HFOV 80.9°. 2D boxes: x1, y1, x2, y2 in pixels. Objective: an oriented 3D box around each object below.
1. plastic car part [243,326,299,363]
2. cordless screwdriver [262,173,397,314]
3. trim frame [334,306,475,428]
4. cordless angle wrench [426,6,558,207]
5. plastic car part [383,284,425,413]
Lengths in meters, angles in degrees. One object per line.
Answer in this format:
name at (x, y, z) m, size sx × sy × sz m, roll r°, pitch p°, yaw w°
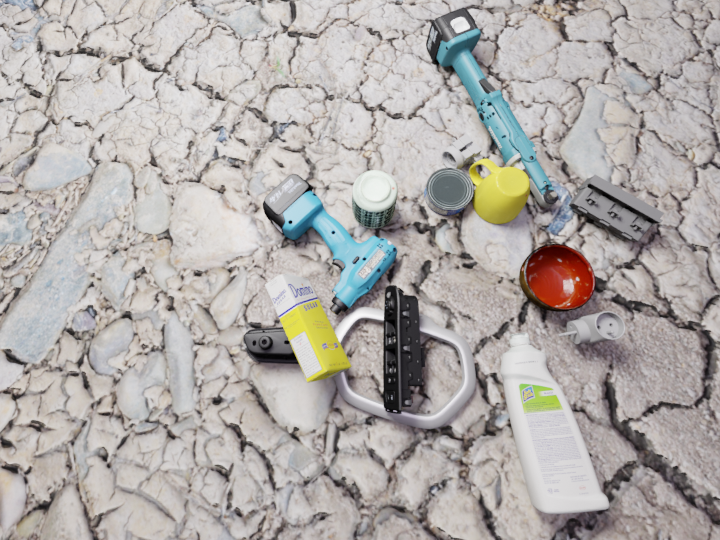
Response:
plastic car part at (-0.149, 0.125, 0.720) m, size 0.117 × 0.069 × 0.067 m, roll -1°, pitch 74°, yaw 0°
cordless screwdriver at (-0.075, -0.049, 0.766) m, size 0.254 × 0.073 × 0.159 m, roll 39°, pitch 79°, yaw 11°
trim frame at (0.068, 0.156, 0.714) m, size 0.254 × 0.027 × 0.185 m, roll 14°, pitch 76°, yaw 11°
cordless angle wrench at (0.257, -0.308, 0.814) m, size 0.074 × 0.096 × 0.432 m, roll -23°, pitch 77°, yaw -5°
plastic car part at (0.070, 0.121, 0.684) m, size 0.066 × 0.066 × 0.207 m, roll -1°, pitch 73°, yaw -8°
